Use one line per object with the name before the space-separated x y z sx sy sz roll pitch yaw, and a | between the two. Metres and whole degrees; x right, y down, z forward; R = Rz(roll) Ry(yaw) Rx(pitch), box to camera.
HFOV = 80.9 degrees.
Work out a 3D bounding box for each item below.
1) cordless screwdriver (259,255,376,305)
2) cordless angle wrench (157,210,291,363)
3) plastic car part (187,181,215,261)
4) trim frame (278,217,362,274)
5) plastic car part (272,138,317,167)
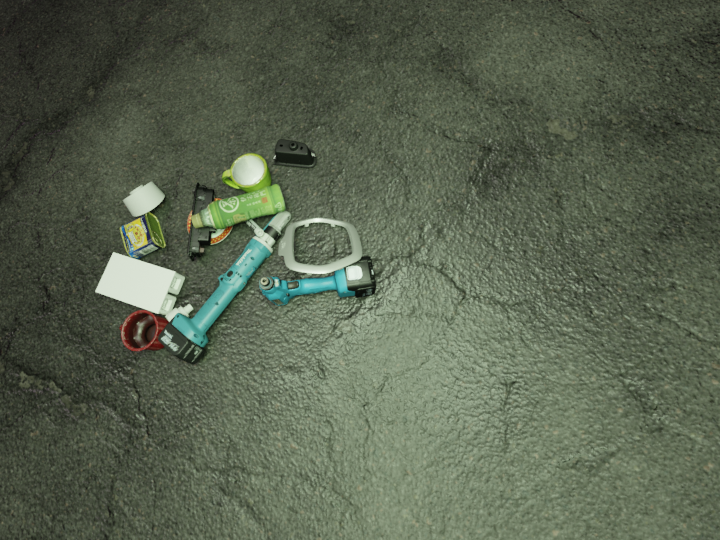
cordless screwdriver | -0.094 0.024 0.926 0.251 0.154 0.076 -9 74 5
cordless angle wrench | -0.300 0.020 1.007 0.103 0.071 0.422 28 74 30
plastic car part | -0.395 -0.128 1.058 0.067 0.065 0.207 -4 72 -2
trim frame | -0.093 -0.061 0.948 0.183 0.027 0.258 -5 35 -5
plastic car part | -0.173 -0.308 1.089 0.120 0.068 0.066 11 77 15
